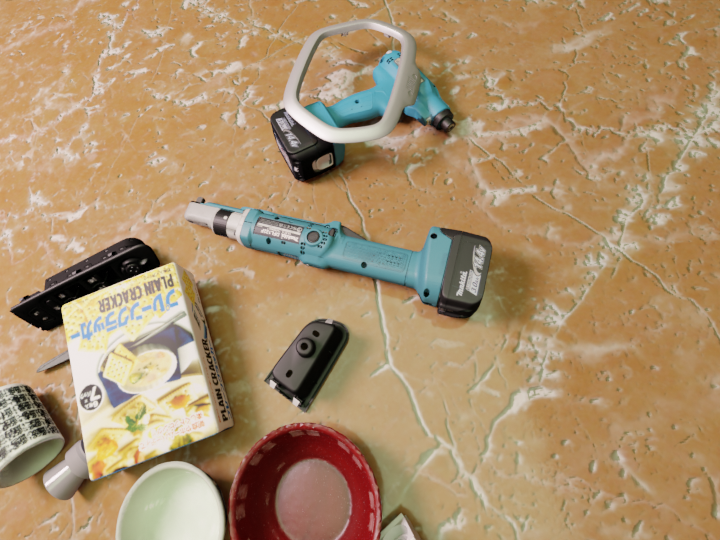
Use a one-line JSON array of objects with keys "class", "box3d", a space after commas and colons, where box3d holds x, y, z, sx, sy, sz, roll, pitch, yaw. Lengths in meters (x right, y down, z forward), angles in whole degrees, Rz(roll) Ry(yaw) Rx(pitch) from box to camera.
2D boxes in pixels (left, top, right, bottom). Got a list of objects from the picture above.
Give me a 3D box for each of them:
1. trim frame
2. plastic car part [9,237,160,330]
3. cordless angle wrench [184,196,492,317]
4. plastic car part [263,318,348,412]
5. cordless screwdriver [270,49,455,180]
[{"class": "trim frame", "box3d": [-0.008, -0.277, 0.606, 0.187, 0.027, 0.252, 10, 64, 9]}, {"class": "plastic car part", "box3d": [-0.385, 0.012, 0.611, 0.203, 0.063, 0.070, -25, 43, 0]}, {"class": "cordless angle wrench", "box3d": [-0.055, -0.036, 0.567, 0.436, 0.071, 0.099, 14, 72, 16]}, {"class": "plastic car part", "box3d": [-0.066, 0.103, 0.513, 0.068, 0.069, 0.116, 31, 80, 15]}, {"class": "cordless screwdriver", "box3d": [0.003, -0.216, 0.624, 0.247, 0.072, 0.165, -31, 68, -8]}]
